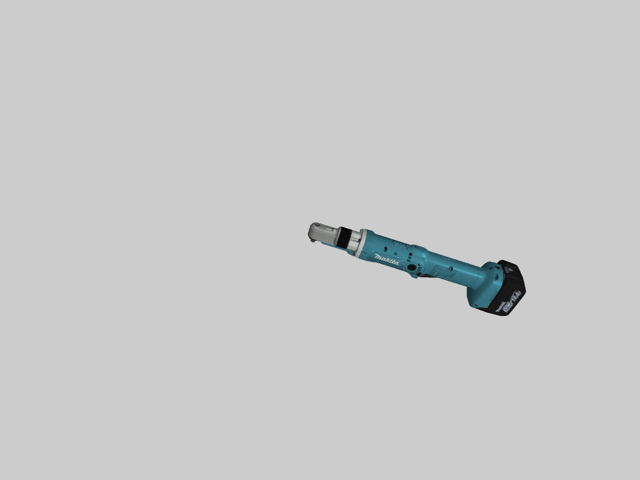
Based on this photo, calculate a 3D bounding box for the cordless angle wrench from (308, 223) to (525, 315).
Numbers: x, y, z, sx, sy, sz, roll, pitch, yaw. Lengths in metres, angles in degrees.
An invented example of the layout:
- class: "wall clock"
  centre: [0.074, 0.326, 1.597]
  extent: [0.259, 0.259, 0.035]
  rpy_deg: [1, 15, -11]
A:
- class: "cordless angle wrench"
  centre: [0.180, 0.040, 0.833]
  extent: [0.423, 0.098, 0.074]
  rpy_deg: [18, 37, -1]
